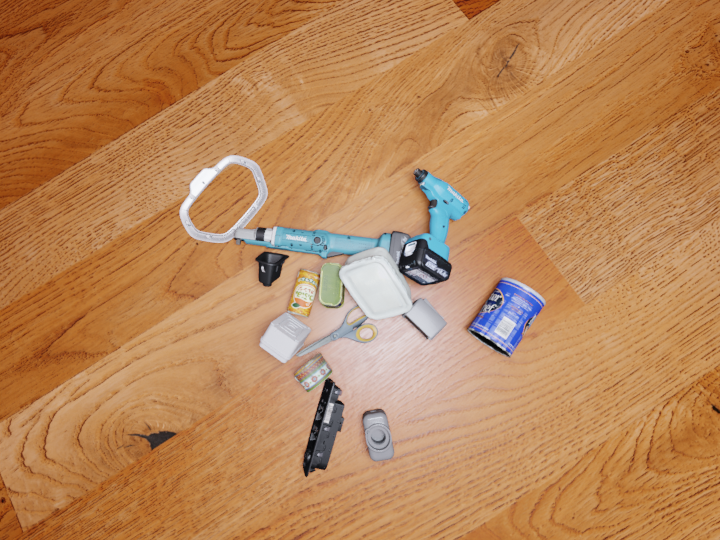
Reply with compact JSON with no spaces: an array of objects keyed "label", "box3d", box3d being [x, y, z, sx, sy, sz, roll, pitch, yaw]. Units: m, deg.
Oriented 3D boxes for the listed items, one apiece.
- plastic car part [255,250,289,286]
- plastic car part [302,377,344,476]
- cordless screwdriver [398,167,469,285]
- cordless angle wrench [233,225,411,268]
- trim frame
[{"label":"plastic car part","box3d":[-0.213,0.000,0.991,0.066,0.117,0.070,8,105,2]},{"label":"plastic car part","box3d":[-0.078,0.348,0.933,0.065,0.068,0.204,24,79,-20]},{"label":"cordless screwdriver","box3d":[0.151,-0.101,0.937,0.153,0.076,0.250,34,61,-21]},{"label":"cordless angle wrench","box3d":[-0.099,-0.065,1.010,0.429,0.072,0.099,8,80,8]},{"label":"trim frame","box3d":[-0.349,-0.183,1.074,0.188,0.027,0.248,39,86,12]}]
